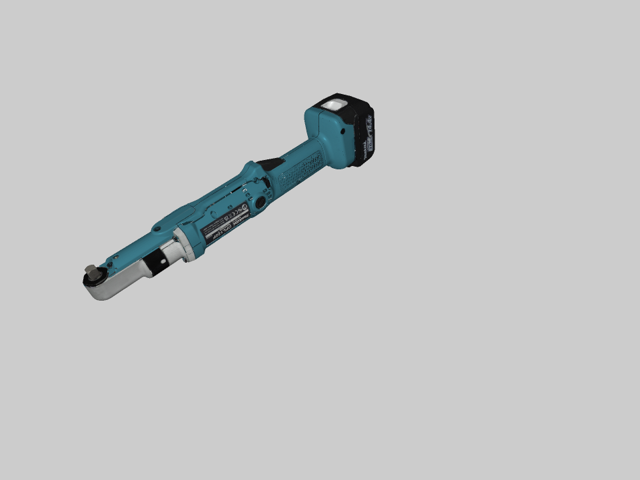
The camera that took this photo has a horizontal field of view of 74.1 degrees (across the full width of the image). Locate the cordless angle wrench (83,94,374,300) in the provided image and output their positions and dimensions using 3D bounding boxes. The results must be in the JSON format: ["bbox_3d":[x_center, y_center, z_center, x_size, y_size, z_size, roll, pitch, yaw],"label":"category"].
[{"bbox_3d":[-0.091,-0.059,0.536,0.074,0.098,0.421,30,55,34],"label":"cordless angle wrench"}]
